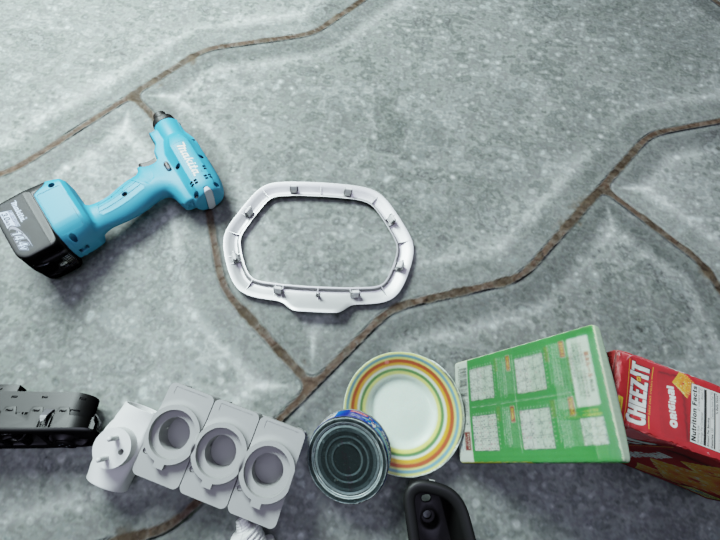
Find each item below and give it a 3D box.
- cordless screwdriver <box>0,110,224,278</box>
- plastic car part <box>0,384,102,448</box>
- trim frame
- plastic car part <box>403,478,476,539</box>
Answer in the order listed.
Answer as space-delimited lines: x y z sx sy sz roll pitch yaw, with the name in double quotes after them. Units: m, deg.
-0.319 -0.108 0.543 0.245 0.073 0.164 -30 74 -17 "cordless screwdriver"
-0.368 0.157 0.448 0.203 0.064 0.069 4 44 0 "plastic car part"
-0.054 -0.035 0.550 0.247 0.027 0.188 3 70 -3 "trim frame"
0.074 0.260 0.415 0.066 0.070 0.119 -9 75 -4 "plastic car part"
